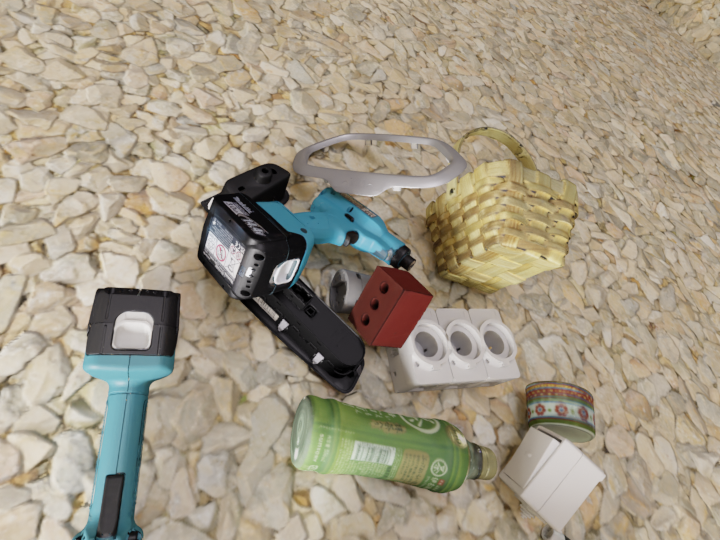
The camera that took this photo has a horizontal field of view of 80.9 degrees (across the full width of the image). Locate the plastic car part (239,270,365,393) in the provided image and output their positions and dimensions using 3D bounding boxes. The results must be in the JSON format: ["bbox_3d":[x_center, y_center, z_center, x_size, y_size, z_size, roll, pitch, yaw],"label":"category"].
[{"bbox_3d":[-0.067,0.050,0.493,0.205,0.067,0.065,46,45,5],"label":"plastic car part"}]

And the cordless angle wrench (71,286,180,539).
[{"bbox_3d":[-0.194,0.225,0.320,0.072,0.099,0.434,6,63,-23],"label":"cordless angle wrench"}]

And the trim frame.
[{"bbox_3d":[0.022,-0.157,0.605,0.257,0.027,0.184,11,39,19],"label":"trim frame"}]

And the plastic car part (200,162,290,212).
[{"bbox_3d":[-0.138,-0.105,0.550,0.067,0.071,0.114,48,57,5],"label":"plastic car part"}]

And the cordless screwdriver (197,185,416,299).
[{"bbox_3d":[-0.047,-0.031,0.486,0.166,0.074,0.240,38,31,22],"label":"cordless screwdriver"}]
